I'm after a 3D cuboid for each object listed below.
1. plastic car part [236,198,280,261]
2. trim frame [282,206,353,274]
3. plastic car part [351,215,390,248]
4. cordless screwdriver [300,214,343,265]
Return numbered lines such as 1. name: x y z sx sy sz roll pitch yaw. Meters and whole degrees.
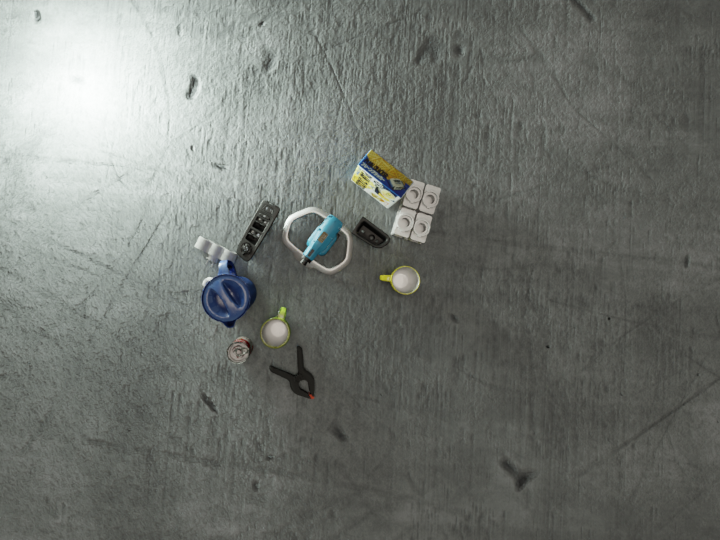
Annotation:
1. plastic car part: -0.332 -0.125 1.361 0.066 0.067 0.203 30 87 -3
2. trim frame: -0.139 -0.097 1.383 0.249 0.027 0.184 35 87 1
3. plastic car part: 0.033 -0.113 1.365 0.117 0.071 0.066 35 87 -1
4. cordless screwdriver: -0.124 -0.081 1.272 0.074 0.250 0.159 37 87 -5
